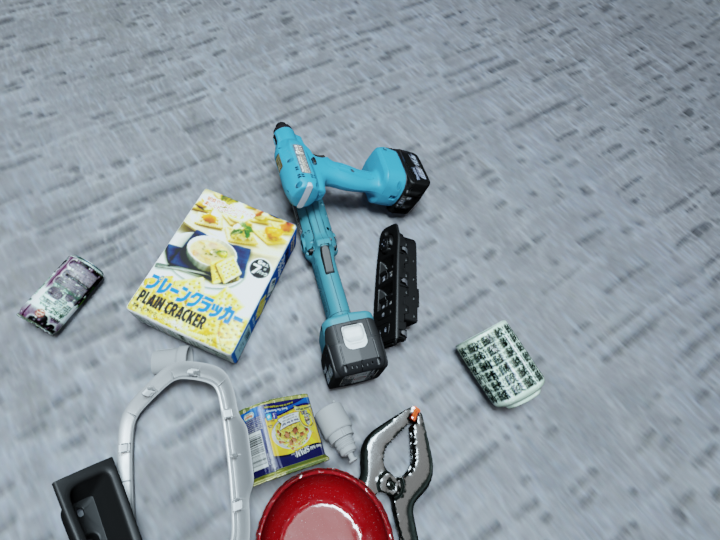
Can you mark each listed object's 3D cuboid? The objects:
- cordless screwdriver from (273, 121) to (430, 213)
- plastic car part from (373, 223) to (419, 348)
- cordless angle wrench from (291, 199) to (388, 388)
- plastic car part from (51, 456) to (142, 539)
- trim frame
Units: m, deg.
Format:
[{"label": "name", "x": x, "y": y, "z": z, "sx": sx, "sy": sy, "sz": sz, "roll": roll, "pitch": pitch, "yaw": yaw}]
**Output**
[{"label": "cordless screwdriver", "x": -0.020, "y": -0.170, "z": 0.686, "sx": 0.239, "sy": 0.074, "sz": 0.166, "roll": -1, "pitch": 54, "yaw": -29}, {"label": "plastic car part", "x": 0.058, "y": 0.020, "z": 0.649, "sx": 0.065, "sy": 0.066, "sz": 0.208, "roll": 8, "pitch": 62, "yaw": -16}, {"label": "cordless angle wrench", "x": -0.064, "y": -0.042, "z": 0.657, "sx": 0.073, "sy": 0.096, "sz": 0.439, "roll": -10, "pitch": 61, "yaw": -15}, {"label": "plastic car part", "x": -0.297, "y": 0.287, "z": 0.471, "sx": 0.063, "sy": 0.071, "sz": 0.121, "roll": -5, "pitch": 52, "yaw": -54}, {"label": "trim frame", "x": -0.210, "y": 0.233, "z": 0.498, "sx": 0.186, "sy": 0.026, "sz": 0.256, "roll": -17, "pitch": 66, "yaw": 9}]
